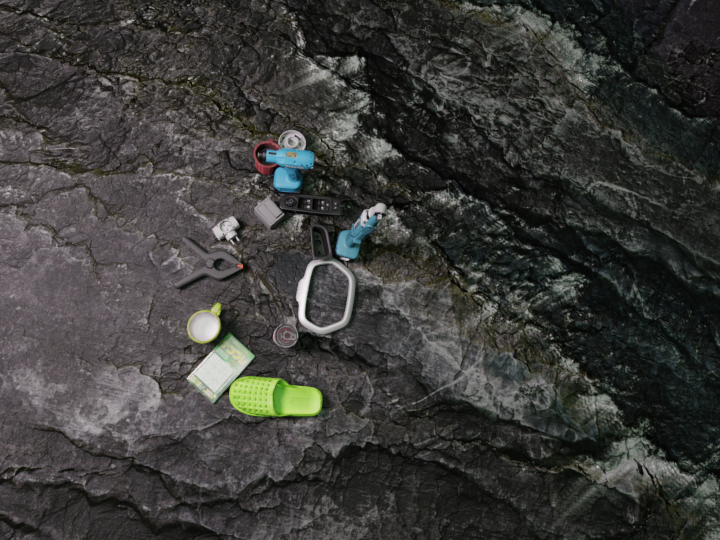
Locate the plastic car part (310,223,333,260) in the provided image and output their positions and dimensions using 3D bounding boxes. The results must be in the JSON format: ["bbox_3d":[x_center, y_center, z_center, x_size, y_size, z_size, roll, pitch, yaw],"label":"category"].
[{"bbox_3d":[-0.133,-0.087,1.361,0.065,0.071,0.118,-7,78,-13],"label":"plastic car part"}]

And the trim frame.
[{"bbox_3d":[-0.110,0.078,1.346,0.182,0.027,0.251,10,75,-7],"label":"trim frame"}]

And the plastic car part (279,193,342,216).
[{"bbox_3d":[-0.165,-0.212,1.389,0.200,0.067,0.067,6,77,-8],"label":"plastic car part"}]

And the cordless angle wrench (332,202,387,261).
[{"bbox_3d":[0.000,-0.113,1.206,0.073,0.425,0.099,16,76,-11],"label":"cordless angle wrench"}]

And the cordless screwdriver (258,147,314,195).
[{"bbox_3d":[-0.237,-0.305,1.306,0.156,0.250,0.075,5,78,-12],"label":"cordless screwdriver"}]
